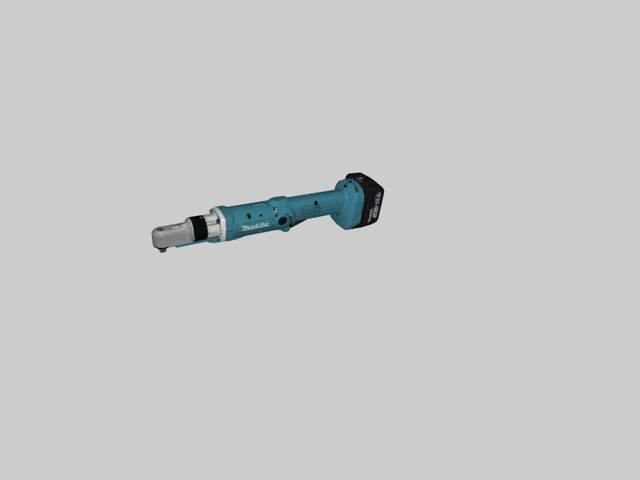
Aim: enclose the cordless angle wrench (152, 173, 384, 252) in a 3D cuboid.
[{"bbox_3d":[-0.077,-0.044,0.750,0.422,0.098,0.074,-13,38,-30],"label":"cordless angle wrench"}]
